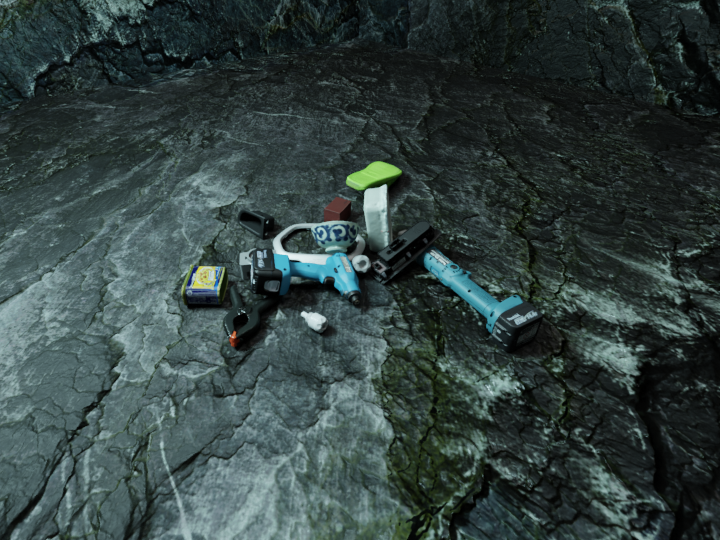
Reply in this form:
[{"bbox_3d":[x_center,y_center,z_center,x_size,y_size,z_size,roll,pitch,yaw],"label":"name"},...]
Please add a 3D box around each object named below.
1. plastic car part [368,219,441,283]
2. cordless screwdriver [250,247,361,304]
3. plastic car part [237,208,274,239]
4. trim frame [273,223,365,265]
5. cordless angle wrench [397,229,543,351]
[{"bbox_3d":[0.106,-0.058,1.038,0.201,0.064,0.070,-35,37,-11],"label":"plastic car part"},{"bbox_3d":[-0.124,0.020,0.965,0.241,0.073,0.167,0,37,-19],"label":"cordless screwdriver"},{"bbox_3d":[-0.290,-0.144,1.209,0.123,0.065,0.068,29,30,35],"label":"plastic car part"},{"bbox_3d":[-0.111,-0.073,1.137,0.249,0.027,0.189,2,38,0],"label":"trim frame"},{"bbox_3d":[0.219,0.013,0.995,0.095,0.072,0.447,-20,40,-23],"label":"cordless angle wrench"}]
